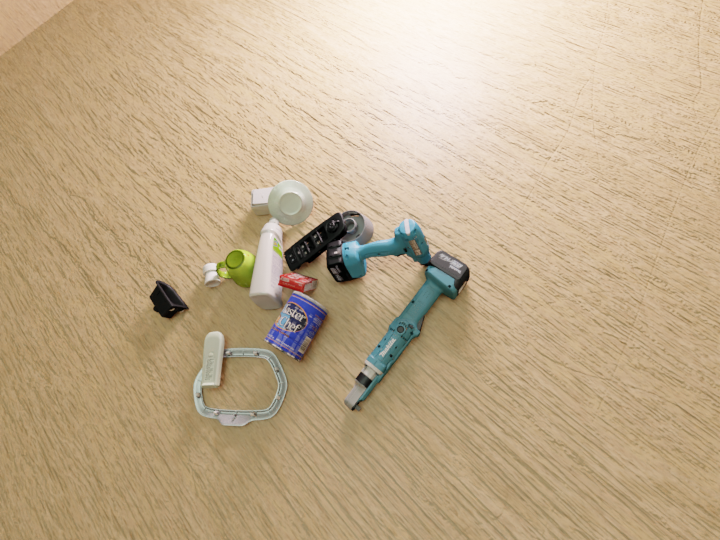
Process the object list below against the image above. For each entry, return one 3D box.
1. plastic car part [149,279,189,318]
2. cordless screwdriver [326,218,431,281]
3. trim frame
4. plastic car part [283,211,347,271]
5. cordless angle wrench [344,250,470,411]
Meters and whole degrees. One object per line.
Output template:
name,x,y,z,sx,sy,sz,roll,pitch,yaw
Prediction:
plastic car part,-0.548,0.090,1.182,0.122,0.063,0.071,38,93,28
cordless screwdriver,0.047,-0.034,1.060,0.255,0.150,0.076,-16,49,21
trim frame,-0.301,0.284,1.044,0.253,0.026,0.188,-2,66,11
plastic car part,-0.110,-0.072,1.125,0.205,0.063,0.069,-38,53,23
cordless angle wrench,0.099,0.144,0.988,0.102,0.071,0.422,34,80,24
